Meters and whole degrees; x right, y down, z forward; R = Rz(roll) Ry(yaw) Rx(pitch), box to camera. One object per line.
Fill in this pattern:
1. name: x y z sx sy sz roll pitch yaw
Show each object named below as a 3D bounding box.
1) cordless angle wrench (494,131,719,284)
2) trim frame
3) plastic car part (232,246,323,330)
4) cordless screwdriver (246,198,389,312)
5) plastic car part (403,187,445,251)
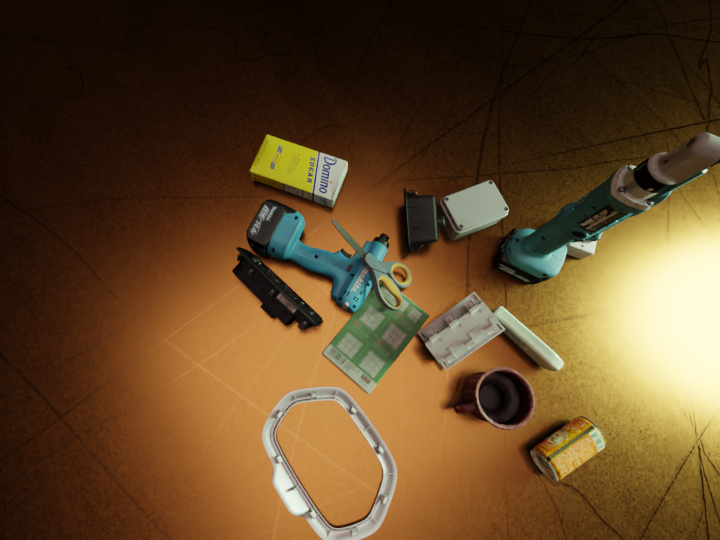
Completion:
1. cordless angle wrench: 0.322 -0.072 0.608 0.099 0.417 0.074 29 74 3
2. trim frame: -0.052 0.311 0.692 0.183 0.027 0.254 -34 77 -9
3. plastic car part: -0.159 0.039 0.766 0.208 0.064 0.067 46 103 11
4. cordless screwdriver: -0.077 -0.050 0.786 0.251 0.073 0.159 30 74 5
5. plastic car part: 0.121 -0.095 0.792 0.073 0.063 0.119 -10 73 20
